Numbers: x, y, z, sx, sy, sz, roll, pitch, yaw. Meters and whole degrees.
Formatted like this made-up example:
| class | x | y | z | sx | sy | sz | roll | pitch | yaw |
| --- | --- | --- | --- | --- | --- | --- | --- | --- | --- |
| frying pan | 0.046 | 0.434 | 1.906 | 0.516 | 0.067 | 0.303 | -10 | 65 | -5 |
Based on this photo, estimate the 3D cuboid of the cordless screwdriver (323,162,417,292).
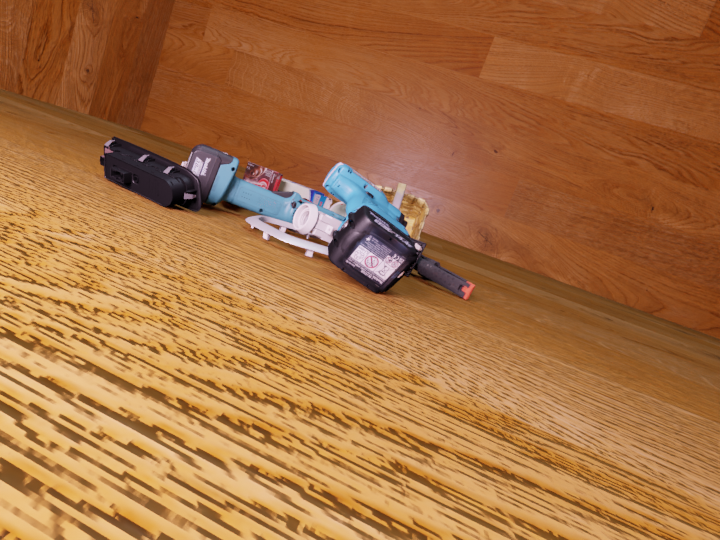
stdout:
| class | x | y | z | sx | sy | sz | roll | pitch | yaw |
| --- | --- | --- | --- | --- | --- | --- | --- | --- | --- |
| cordless screwdriver | 0.024 | -0.063 | 0.612 | 0.154 | 0.075 | 0.257 | 32 | 23 | -21 |

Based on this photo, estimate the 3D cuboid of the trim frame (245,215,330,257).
| class | x | y | z | sx | sy | sz | roll | pitch | yaw |
| --- | --- | --- | --- | --- | --- | --- | --- | --- | --- |
| trim frame | -0.067 | -0.044 | 0.685 | 0.239 | 0.027 | 0.192 | 13 | 13 | -23 |

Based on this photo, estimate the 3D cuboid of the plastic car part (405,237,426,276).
| class | x | y | z | sx | sy | sz | roll | pitch | yaw |
| --- | --- | --- | --- | --- | --- | --- | --- | --- | --- |
| plastic car part | 0.043 | -0.049 | 0.743 | 0.123 | 0.066 | 0.067 | 28 | -4 | 32 |

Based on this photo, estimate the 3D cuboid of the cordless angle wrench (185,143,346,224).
| class | x | y | z | sx | sy | sz | roll | pitch | yaw |
| --- | --- | --- | --- | --- | --- | --- | --- | --- | --- |
| cordless angle wrench | -0.117 | -0.108 | 0.786 | 0.406 | 0.098 | 0.078 | 20 | 8 | -24 |

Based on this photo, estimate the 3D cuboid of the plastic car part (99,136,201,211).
| class | x | y | z | sx | sy | sz | roll | pitch | yaw |
| --- | --- | --- | --- | --- | --- | --- | --- | --- | --- |
| plastic car part | -0.322 | -0.142 | 0.629 | 0.210 | 0.065 | 0.065 | 23 | 19 | 19 |
